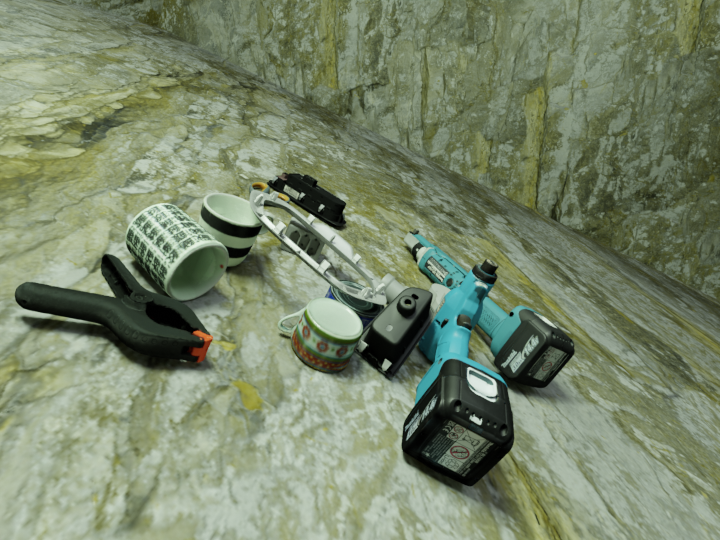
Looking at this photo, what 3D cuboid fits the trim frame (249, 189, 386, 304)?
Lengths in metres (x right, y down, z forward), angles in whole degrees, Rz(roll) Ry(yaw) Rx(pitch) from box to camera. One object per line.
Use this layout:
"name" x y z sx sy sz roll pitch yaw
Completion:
"trim frame" -0.058 -0.038 0.598 0.254 0.027 0.180 39 13 9

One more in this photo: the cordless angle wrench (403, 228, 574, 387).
"cordless angle wrench" 0.182 0.029 0.768 0.071 0.098 0.444 22 18 -31

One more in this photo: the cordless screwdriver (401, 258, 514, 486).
"cordless screwdriver" 0.118 0.092 0.480 0.075 0.158 0.249 27 26 -1

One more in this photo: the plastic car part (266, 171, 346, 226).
"plastic car part" -0.105 -0.164 0.919 0.211 0.067 0.064 38 19 21

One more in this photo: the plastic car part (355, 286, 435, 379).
"plastic car part" 0.049 0.061 0.521 0.069 0.069 0.115 34 64 19
